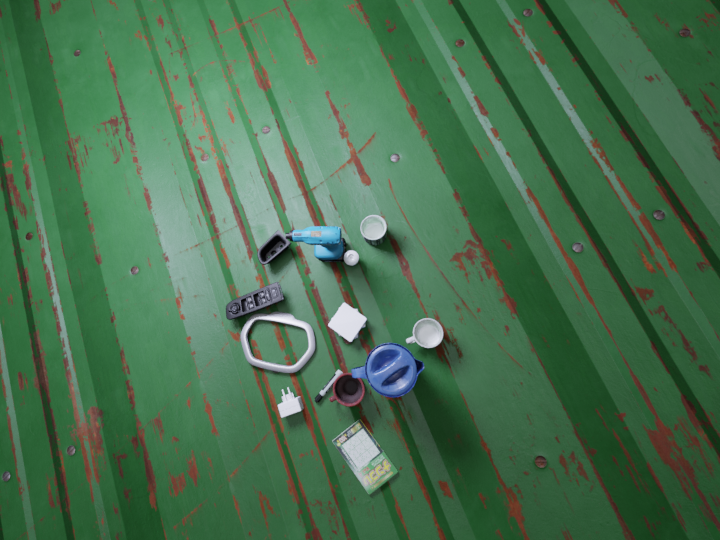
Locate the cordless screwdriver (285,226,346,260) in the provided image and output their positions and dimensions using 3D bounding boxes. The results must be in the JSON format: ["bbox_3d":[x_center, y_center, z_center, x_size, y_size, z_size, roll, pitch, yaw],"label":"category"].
[{"bbox_3d":[-0.126,-0.082,1.287,0.161,0.243,0.075,1,81,6],"label":"cordless screwdriver"}]

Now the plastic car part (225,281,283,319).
[{"bbox_3d":[-0.344,0.104,1.376,0.204,0.065,0.068,-21,77,4],"label":"plastic car part"}]

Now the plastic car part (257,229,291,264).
[{"bbox_3d":[-0.287,-0.066,1.401,0.116,0.069,0.068,-44,77,-2],"label":"plastic car part"}]

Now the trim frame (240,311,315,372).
[{"bbox_3d":[-0.266,0.226,1.356,0.254,0.027,0.185,8,79,11],"label":"trim frame"}]
